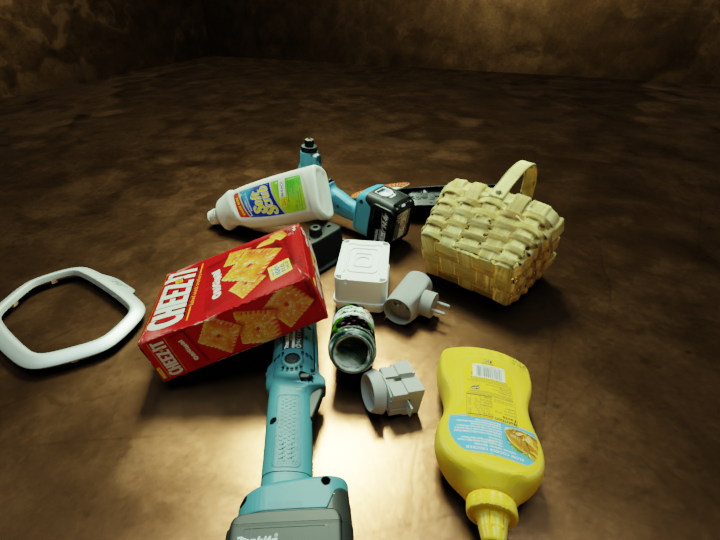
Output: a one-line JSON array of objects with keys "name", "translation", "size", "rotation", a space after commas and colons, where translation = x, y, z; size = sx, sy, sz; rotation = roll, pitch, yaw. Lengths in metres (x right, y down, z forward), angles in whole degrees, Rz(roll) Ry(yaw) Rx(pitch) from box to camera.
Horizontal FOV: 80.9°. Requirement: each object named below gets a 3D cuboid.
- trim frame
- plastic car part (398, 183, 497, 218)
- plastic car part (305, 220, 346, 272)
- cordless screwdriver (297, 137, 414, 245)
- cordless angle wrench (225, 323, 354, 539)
[{"name": "trim frame", "translation": [-0.431, 0.060, 0.622], "size": [0.261, 0.027, 0.181], "rotation": [19, 40, 30]}, {"name": "plastic car part", "translation": [0.174, -0.132, 0.852], "size": [0.205, 0.064, 0.069], "rotation": [3, 59, 5]}, {"name": "plastic car part", "translation": [-0.071, -0.046, 0.722], "size": [0.069, 0.069, 0.114], "rotation": [21, 37, 32]}, {"name": "cordless screwdriver", "translation": [-0.024, -0.148, 0.793], "size": [0.262, 0.155, 0.072], "rotation": [26, 38, 32]}, {"name": "cordless angle wrench", "translation": [-0.074, 0.121, 0.481], "size": [0.097, 0.072, 0.437], "rotation": [-4, 32, -5]}]
